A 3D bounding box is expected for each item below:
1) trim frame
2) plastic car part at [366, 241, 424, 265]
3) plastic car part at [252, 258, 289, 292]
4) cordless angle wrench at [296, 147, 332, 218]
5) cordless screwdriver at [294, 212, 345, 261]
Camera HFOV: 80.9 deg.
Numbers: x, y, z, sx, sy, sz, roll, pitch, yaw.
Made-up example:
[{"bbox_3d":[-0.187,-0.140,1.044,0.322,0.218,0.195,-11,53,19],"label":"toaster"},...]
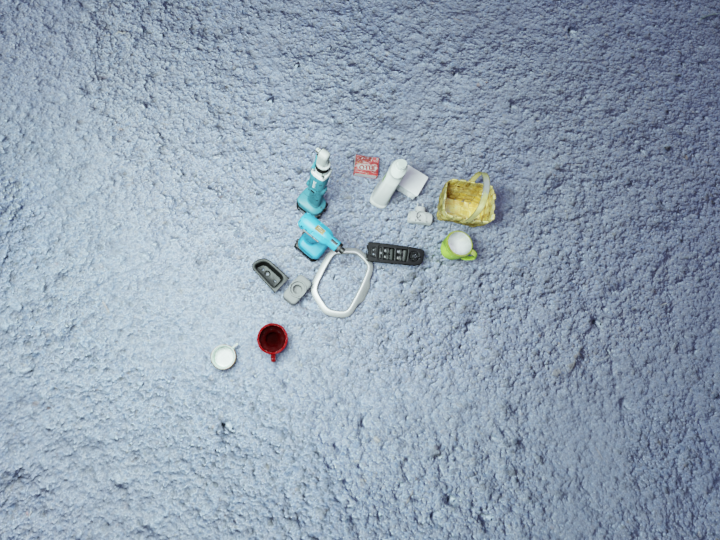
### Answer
[{"bbox_3d":[-0.058,0.037,1.416,0.184,0.027,0.249,26,74,1],"label":"trim frame"},{"bbox_3d":[0.115,-0.050,1.437,0.201,0.067,0.067,5,77,-5],"label":"plastic car part"},{"bbox_3d":[-0.297,0.013,1.374,0.118,0.071,0.065,43,75,4],"label":"plastic car part"},{"bbox_3d":[-0.131,-0.259,1.281,0.098,0.423,0.074,39,74,-2],"label":"cordless angle wrench"},{"bbox_3d":[-0.130,-0.085,1.325,0.160,0.249,0.074,40,74,0],"label":"cordless screwdriver"}]
